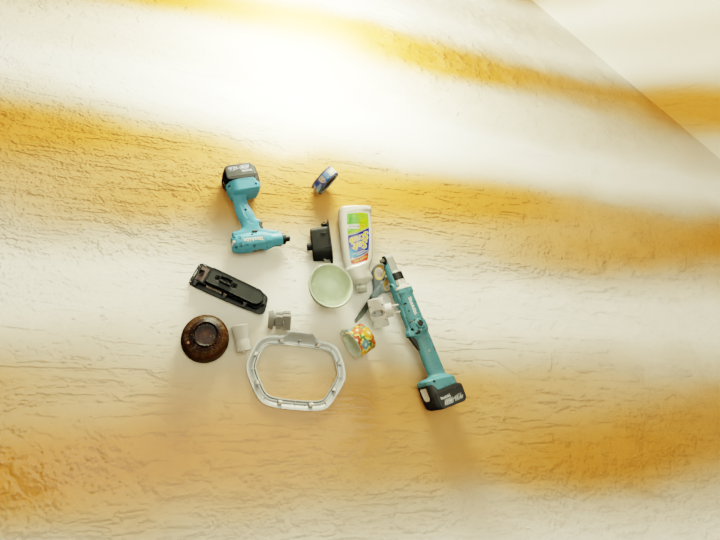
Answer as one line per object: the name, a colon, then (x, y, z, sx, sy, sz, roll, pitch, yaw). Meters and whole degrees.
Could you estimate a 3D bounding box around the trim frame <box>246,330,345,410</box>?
trim frame: (-0.153, 0.241, 1.031, 0.243, 0.027, 0.188, 8, 62, -11)

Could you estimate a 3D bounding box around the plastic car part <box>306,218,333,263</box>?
plastic car part: (-0.115, -0.075, 1.180, 0.070, 0.065, 0.119, -4, 70, -5)

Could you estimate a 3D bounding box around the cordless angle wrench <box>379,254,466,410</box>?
cordless angle wrench: (0.148, 0.150, 1.137, 0.095, 0.074, 0.435, -12, 70, -23)

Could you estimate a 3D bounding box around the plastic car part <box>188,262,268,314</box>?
plastic car part: (-0.321, 0.041, 1.057, 0.200, 0.067, 0.067, 28, 54, -7)

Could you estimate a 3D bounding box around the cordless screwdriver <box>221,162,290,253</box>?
cordless screwdriver: (-0.291, -0.171, 1.160, 0.154, 0.075, 0.254, -9, 72, -22)
